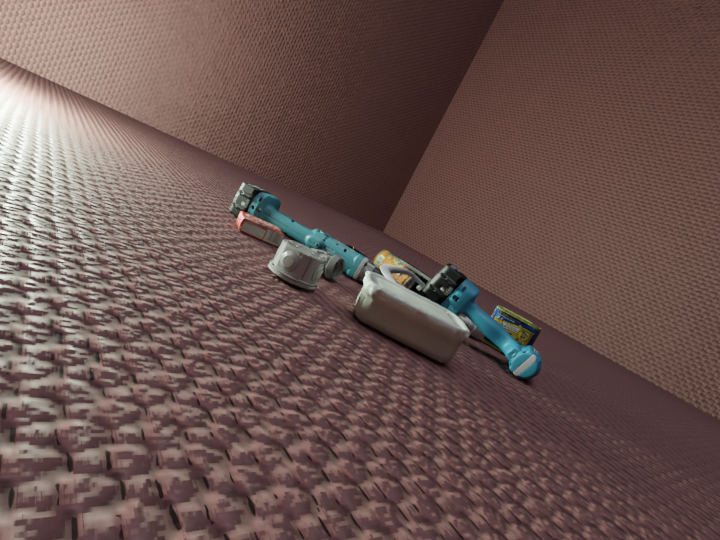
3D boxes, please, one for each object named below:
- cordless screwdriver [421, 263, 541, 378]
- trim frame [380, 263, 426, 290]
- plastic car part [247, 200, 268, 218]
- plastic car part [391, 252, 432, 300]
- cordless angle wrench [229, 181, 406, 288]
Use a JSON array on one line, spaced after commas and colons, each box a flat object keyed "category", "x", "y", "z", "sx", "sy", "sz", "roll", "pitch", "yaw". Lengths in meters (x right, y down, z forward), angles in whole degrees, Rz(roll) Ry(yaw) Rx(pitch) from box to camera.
[{"category": "cordless screwdriver", "x": 0.243, "y": 0.097, "z": 0.828, "sx": 0.259, "sy": 0.074, "sz": 0.152, "roll": 46, "pitch": 14, "yaw": 21}, {"category": "trim frame", "x": 0.110, "y": 0.051, "z": 0.821, "sx": 0.190, "sy": 0.028, "sz": 0.239, "roll": 50, "pitch": 17, "yaw": 17}, {"category": "plastic car part", "x": -0.254, "y": -0.158, "z": 1.061, "sx": 0.070, "sy": 0.065, "sz": 0.119, "roll": 11, "pitch": 8, "yaw": -9}, {"category": "plastic car part", "x": 0.134, "y": 0.034, "z": 1.077, "sx": 0.215, "sy": 0.066, "sz": 0.063, "roll": 33, "pitch": -16, "yaw": 45}, {"category": "cordless angle wrench", "x": -0.089, "y": -0.058, "z": 0.911, "sx": 0.435, "sy": 0.074, "sz": 0.095, "roll": 31, "pitch": 9, "yaw": 14}]
